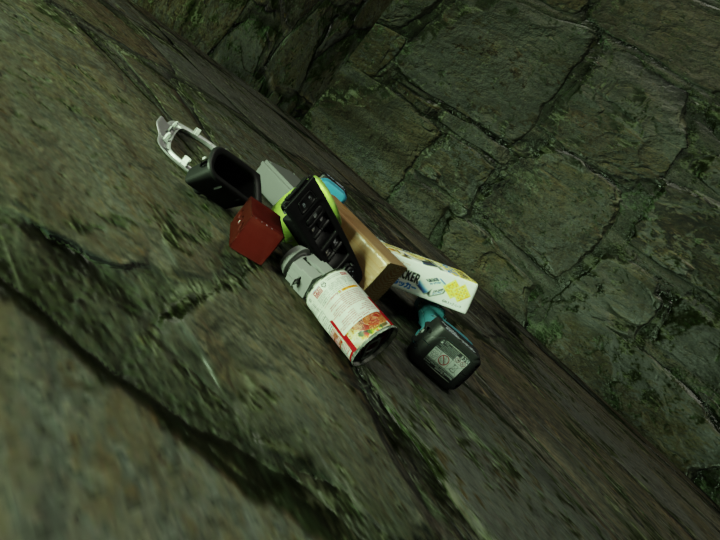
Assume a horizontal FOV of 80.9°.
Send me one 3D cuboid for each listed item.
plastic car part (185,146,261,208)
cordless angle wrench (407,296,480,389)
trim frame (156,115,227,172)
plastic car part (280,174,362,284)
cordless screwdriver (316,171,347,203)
[{"bbox_3d":[-0.197,-0.123,0.592,0.110,0.073,0.068,30,48,-59],"label":"plastic car part"},{"bbox_3d":[0.143,0.094,0.837,0.098,0.074,0.422,40,11,-3],"label":"cordless angle wrench"},{"bbox_3d":[-0.273,-0.202,0.739,0.176,0.027,0.259,32,17,-27],"label":"trim frame"},{"bbox_3d":[-0.061,-0.040,0.621,0.193,0.070,0.066,57,48,-33],"label":"plastic car part"},{"bbox_3d":[-0.075,-0.161,1.050,0.157,0.075,0.251,39,17,-9],"label":"cordless screwdriver"}]
